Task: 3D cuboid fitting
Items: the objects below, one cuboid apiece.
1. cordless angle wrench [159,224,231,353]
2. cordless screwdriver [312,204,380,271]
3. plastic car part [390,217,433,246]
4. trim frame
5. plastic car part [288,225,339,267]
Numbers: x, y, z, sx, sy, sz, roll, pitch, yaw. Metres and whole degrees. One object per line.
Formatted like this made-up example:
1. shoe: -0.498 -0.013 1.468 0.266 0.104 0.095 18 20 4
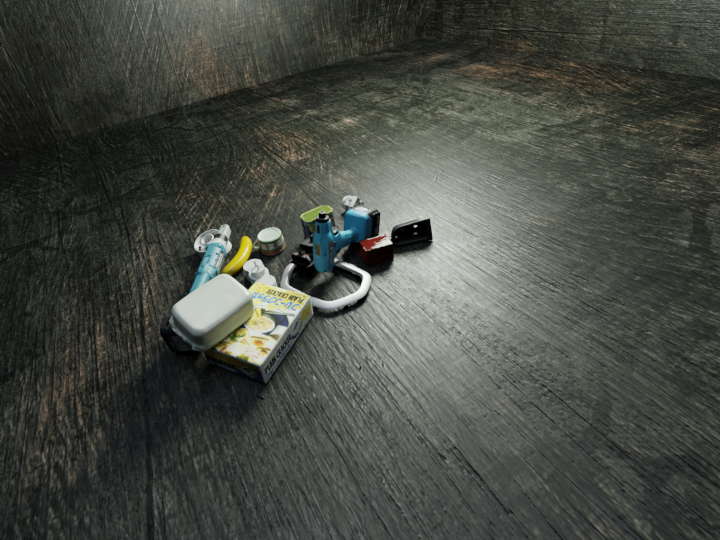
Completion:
1. cordless angle wrench: -0.396 0.015 1.090 0.075 0.094 0.435 -7 41 6
2. cordless screwdriver: -0.040 -0.114 1.122 0.078 0.155 0.243 18 34 29
3. plastic car part: 0.134 -0.112 1.184 0.117 0.064 0.073 -13 23 1
4. trim frame: -0.092 0.024 1.085 0.262 0.026 0.182 17 47 33
5. plastic car part: -0.114 -0.074 1.163 0.069 0.065 0.198 6 25 33
